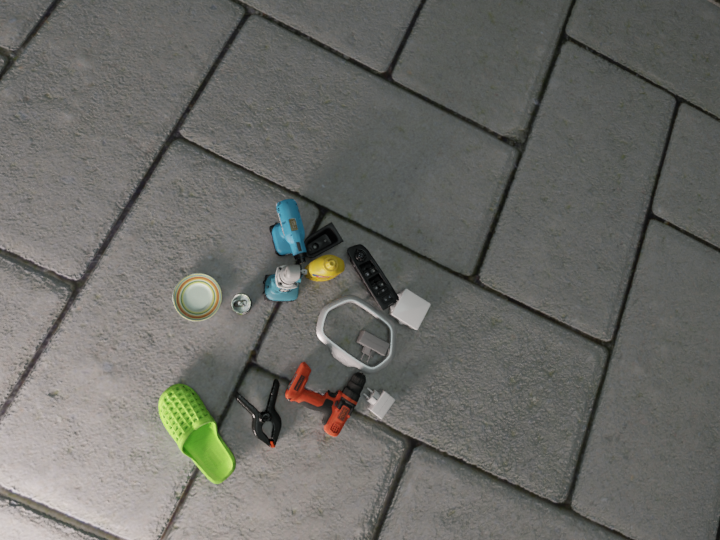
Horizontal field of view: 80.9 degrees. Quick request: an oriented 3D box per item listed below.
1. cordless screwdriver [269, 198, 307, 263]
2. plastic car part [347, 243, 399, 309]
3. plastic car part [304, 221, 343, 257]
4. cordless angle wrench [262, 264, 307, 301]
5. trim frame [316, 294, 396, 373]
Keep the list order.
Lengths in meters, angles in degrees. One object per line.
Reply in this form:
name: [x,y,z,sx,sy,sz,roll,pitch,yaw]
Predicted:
cordless screwdriver: [-0.186,-0.081,1.119,0.073,0.251,0.161,-14,85,-15]
plastic car part: [0.029,0.015,1.228,0.065,0.067,0.205,-30,86,-15]
plastic car part: [-0.119,-0.078,1.221,0.115,0.071,0.066,-32,89,-14]
cordless angle wrench: [-0.180,0.027,1.009,0.096,0.427,0.075,2,82,-14]
trim frame: [-0.009,0.182,1.210,0.248,0.027,0.184,35,76,-1]
